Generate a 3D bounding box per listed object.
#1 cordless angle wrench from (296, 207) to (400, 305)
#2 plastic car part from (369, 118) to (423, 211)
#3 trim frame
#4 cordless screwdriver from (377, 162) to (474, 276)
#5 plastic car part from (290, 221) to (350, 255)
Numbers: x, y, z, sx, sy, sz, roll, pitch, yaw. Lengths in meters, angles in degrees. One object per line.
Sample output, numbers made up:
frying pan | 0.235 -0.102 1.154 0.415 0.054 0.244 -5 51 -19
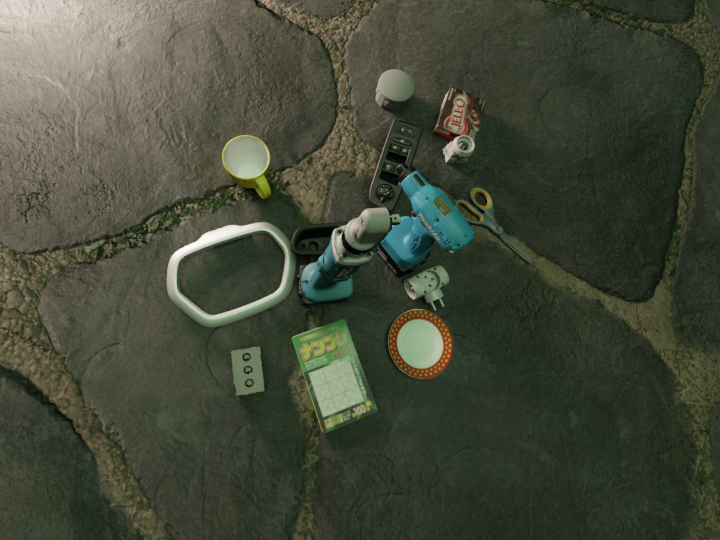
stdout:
cordless angle wrench | -0.031 -0.011 0.628 0.096 0.424 0.075 -4 79 -14
plastic car part | 0.065 -0.212 0.881 0.066 0.067 0.204 20 73 -5
trim frame | -0.240 0.001 0.802 0.245 0.027 0.187 -22 79 -13
cordless screwdriver | 0.088 -0.082 0.754 0.073 0.249 0.161 -34 86 -17
plastic car part | -0.080 -0.052 0.816 0.115 0.071 0.067 -4 77 -10
